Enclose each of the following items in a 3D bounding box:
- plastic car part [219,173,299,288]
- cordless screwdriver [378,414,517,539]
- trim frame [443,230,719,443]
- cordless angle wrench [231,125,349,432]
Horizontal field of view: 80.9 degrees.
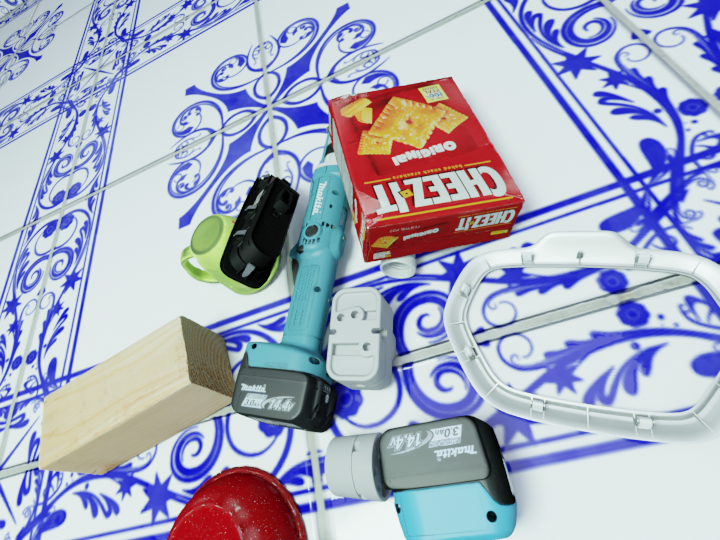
[{"bbox_3d":[-0.112,-0.060,0.521,0.068,0.063,0.207,-31,31,30],"label":"plastic car part"},{"bbox_3d":[0.099,0.239,0.302,0.163,0.070,0.256,-14,62,18],"label":"cordless screwdriver"},{"bbox_3d":[0.202,0.048,0.383,0.259,0.026,0.187,1,63,28],"label":"trim frame"},{"bbox_3d":[-0.051,-0.034,0.525,0.101,0.070,0.430,-4,60,24],"label":"cordless angle wrench"}]
